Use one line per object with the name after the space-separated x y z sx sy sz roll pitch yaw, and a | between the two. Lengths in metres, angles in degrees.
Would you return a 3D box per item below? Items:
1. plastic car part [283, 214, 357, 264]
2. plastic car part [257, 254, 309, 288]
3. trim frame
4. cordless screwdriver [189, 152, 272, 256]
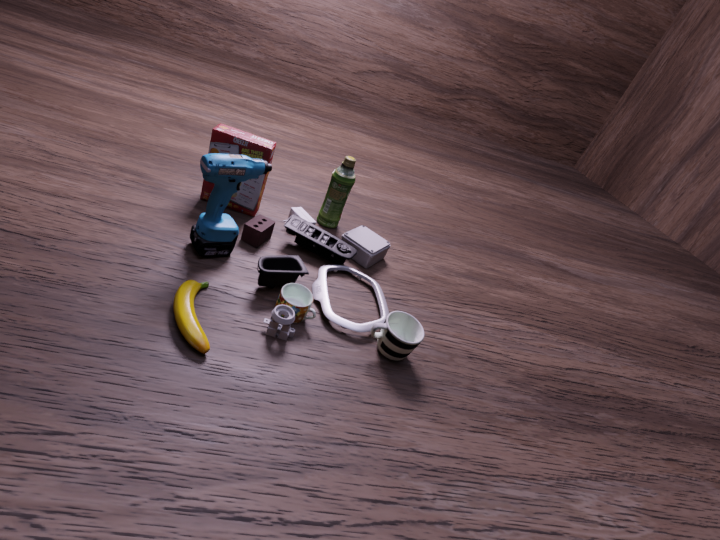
-0.110 -0.072 1.127 0.206 0.066 0.066 25 32 6 | plastic car part
-0.188 0.009 0.958 0.111 0.070 0.069 -3 39 -33 | plastic car part
-0.025 0.061 1.011 0.180 0.027 0.258 11 33 -15 | trim frame
-0.299 -0.149 0.968 0.152 0.246 0.078 -6 42 -39 | cordless screwdriver
